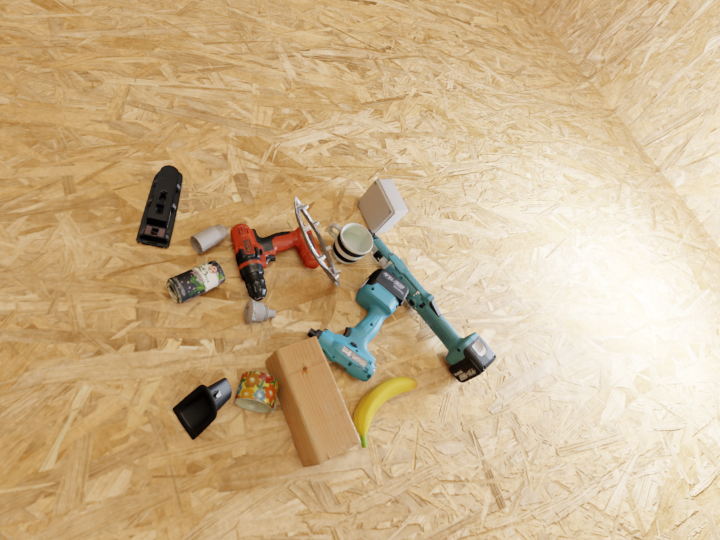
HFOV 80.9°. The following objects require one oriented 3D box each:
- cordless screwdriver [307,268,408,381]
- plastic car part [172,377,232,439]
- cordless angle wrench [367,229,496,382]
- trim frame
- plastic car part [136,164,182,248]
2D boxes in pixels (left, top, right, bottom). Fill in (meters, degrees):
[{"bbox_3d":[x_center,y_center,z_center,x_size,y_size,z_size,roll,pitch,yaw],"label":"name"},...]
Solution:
[{"bbox_3d":[-0.003,0.101,0.944,0.158,0.075,0.249,33,56,-3],"label":"cordless screwdriver"},{"bbox_3d":[-0.260,0.226,0.729,0.067,0.118,0.069,51,29,7],"label":"plastic car part"},{"bbox_3d":[0.142,0.067,1.028,0.072,0.098,0.436,-27,70,-36],"label":"cordless angle wrench"},{"bbox_3d":[-0.090,-0.059,0.921,0.028,0.237,0.192,-22,59,3],"label":"trim frame"},{"bbox_3d":[-0.429,-0.151,0.912,0.065,0.066,0.209,7,55,-16],"label":"plastic car part"}]
